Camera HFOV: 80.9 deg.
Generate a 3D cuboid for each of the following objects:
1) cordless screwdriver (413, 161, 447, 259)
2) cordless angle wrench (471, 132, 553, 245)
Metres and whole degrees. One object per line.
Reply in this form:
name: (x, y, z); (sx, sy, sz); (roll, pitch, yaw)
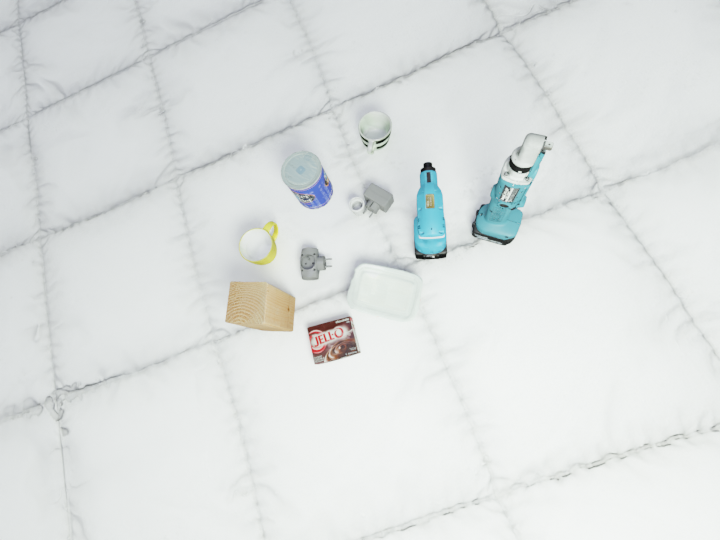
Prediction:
cordless screwdriver: (0.152, -0.118, 0.928); (0.076, 0.240, 0.162); (-3, 76, 9)
cordless angle wrench: (0.286, -0.147, 0.814); (0.101, 0.409, 0.074); (19, 81, 13)
